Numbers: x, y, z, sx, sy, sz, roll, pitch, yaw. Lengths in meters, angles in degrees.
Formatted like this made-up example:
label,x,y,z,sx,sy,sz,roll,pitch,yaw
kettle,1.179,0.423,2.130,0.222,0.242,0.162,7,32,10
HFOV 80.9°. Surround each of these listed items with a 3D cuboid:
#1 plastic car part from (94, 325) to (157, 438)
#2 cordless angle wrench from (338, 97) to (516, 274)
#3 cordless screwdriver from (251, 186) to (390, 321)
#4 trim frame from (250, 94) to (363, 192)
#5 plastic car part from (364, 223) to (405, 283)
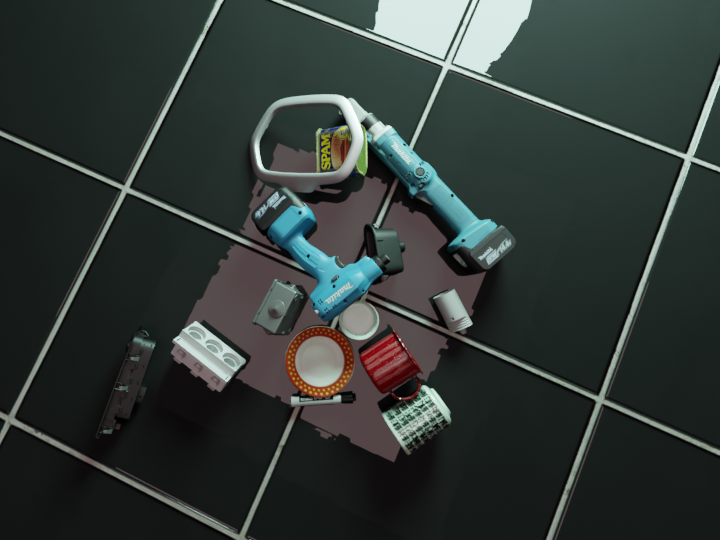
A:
label,x,y,z,sx,sy,sz,roll,pitch,yaw
plastic car part,-0.431,0.207,0.790,0.066,0.067,0.204,14,84,-9
cordless angle wrench,0.110,-0.178,0.811,0.098,0.073,0.430,-40,81,-4
cordless screwdriver,-0.076,-0.050,0.775,0.159,0.072,0.256,-40,75,3
trim frame,-0.109,-0.241,0.804,0.259,0.026,0.184,7,88,25
plastic car part,0.050,-0.035,0.804,0.069,0.067,0.118,-2,80,-15
